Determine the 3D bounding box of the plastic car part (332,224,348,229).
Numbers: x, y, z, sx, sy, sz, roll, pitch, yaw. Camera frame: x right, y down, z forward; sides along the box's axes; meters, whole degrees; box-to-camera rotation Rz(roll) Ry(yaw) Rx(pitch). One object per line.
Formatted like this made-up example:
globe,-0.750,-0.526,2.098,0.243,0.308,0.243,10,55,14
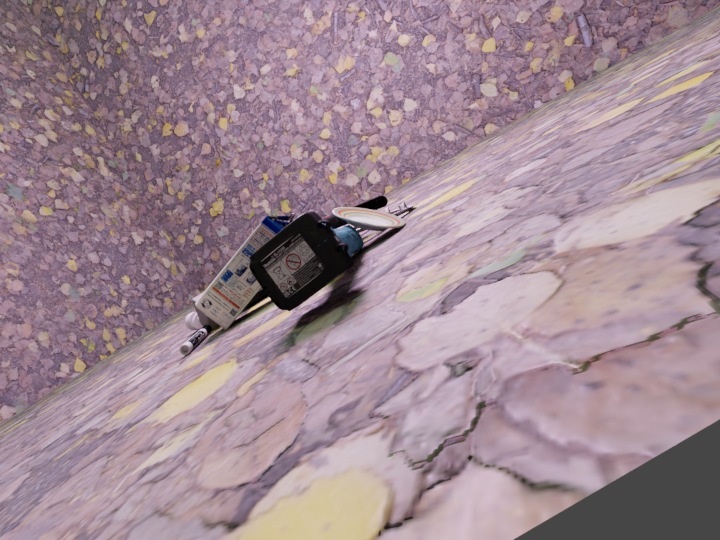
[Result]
plastic car part,-0.092,-0.079,1.110,0.198,0.067,0.067,-33,-1,-34

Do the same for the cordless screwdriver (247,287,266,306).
cordless screwdriver,-0.262,0.038,0.973,0.156,0.074,0.255,-35,6,-31

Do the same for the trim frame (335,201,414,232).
trim frame,0.011,-0.107,0.938,0.242,0.027,0.191,-30,11,-37

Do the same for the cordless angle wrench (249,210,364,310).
cordless angle wrench,-0.039,-0.034,0.633,0.099,0.074,0.418,-37,1,11
